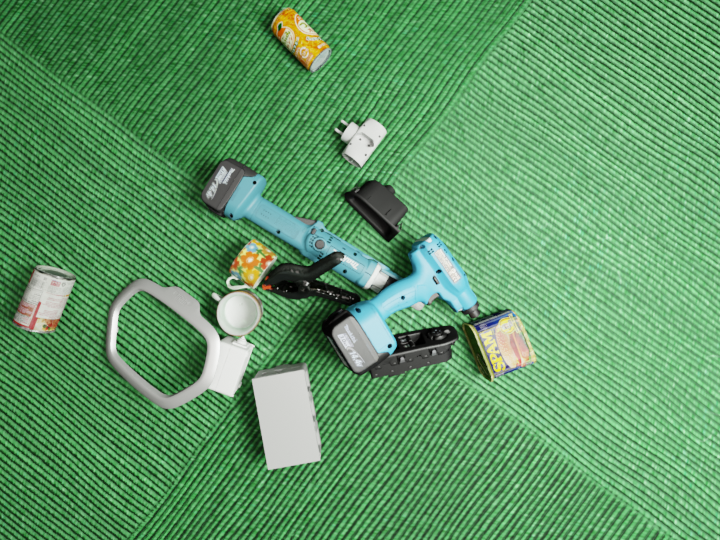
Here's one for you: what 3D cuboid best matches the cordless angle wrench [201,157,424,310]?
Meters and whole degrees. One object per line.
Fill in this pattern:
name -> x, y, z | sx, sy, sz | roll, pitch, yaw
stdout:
cordless angle wrench -> -0.072, -0.047, 0.736 | 0.423, 0.074, 0.098 | 31, 87, 0

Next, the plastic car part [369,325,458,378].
plastic car part -> 0.073, 0.144, 0.725 | 0.203, 0.067, 0.066 | -16, 99, 0

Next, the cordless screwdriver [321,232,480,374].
cordless screwdriver -> 0.071, 0.072, 0.680 | 0.247, 0.076, 0.158 | -38, 96, -12

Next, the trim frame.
trim frame -> -0.344, 0.120, 0.726 | 0.258, 0.026, 0.184 | 29, 92, 21

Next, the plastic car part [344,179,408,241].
plastic car part -> 0.037, -0.117, 0.744 | 0.070, 0.066, 0.118 | -41, 85, -16
